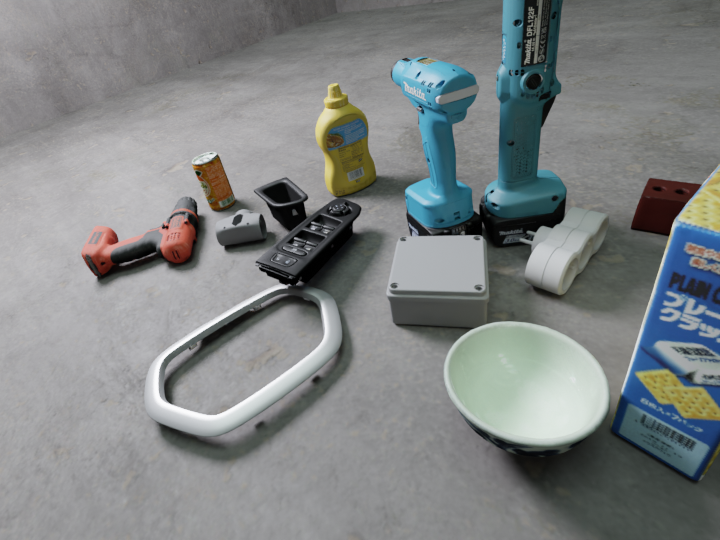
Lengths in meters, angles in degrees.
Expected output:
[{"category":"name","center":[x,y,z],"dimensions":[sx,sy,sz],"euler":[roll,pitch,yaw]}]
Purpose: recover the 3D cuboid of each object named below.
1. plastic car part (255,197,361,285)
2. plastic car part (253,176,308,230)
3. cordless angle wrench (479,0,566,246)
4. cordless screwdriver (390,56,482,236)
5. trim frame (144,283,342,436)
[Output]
[{"category":"plastic car part","center":[-0.060,-0.039,0.613],"dimensions":[0.069,0.064,0.201],"euler":[11,44,29]},{"category":"plastic car part","center":[-0.125,-0.104,0.714],"dimensions":[0.065,0.068,0.123],"euler":[-26,38,-17]},{"category":"cordless angle wrench","center":[0.189,-0.218,0.476],"dimensions":[0.099,0.406,0.076],"euler":[-6,36,8]},{"category":"cordless screwdriver","center":[0.092,-0.152,0.562],"dimensions":[0.074,0.239,0.167],"euler":[-19,37,-10]},{"category":"trim frame","center":[-0.134,0.092,0.502],"dimensions":[0.244,0.026,0.195],"euler":[-35,41,-24]}]
